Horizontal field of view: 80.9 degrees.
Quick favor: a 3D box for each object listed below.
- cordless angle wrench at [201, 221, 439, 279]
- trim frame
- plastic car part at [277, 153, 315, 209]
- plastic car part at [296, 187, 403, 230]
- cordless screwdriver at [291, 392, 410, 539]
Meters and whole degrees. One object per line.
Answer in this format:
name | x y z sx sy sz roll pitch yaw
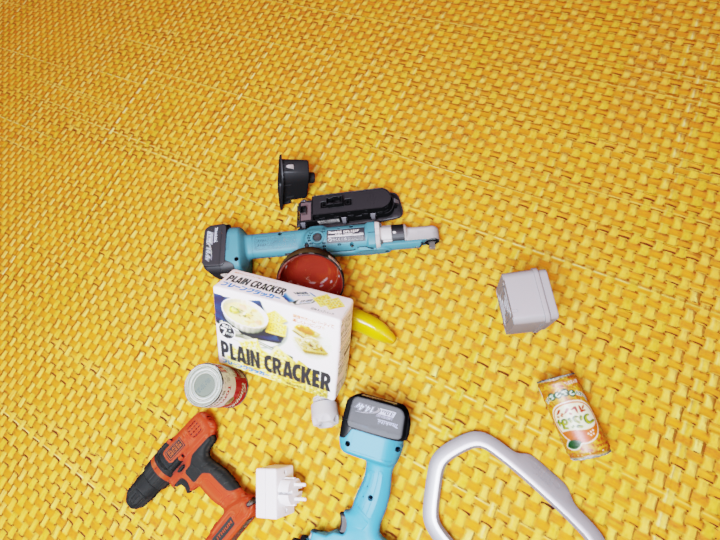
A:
cordless angle wrench | -0.075 -0.049 0.770 0.430 0.072 0.100 -4 70 10
trim frame | 0.203 0.346 0.579 0.260 0.026 0.184 38 84 24
plastic car part | -0.124 -0.173 0.810 0.069 0.116 0.068 -4 70 -16
plastic car part | -0.025 -0.121 0.789 0.206 0.064 0.068 -3 64 10
cordless screwdriver | -0.011 0.312 0.621 0.163 0.071 0.251 4 75 15
